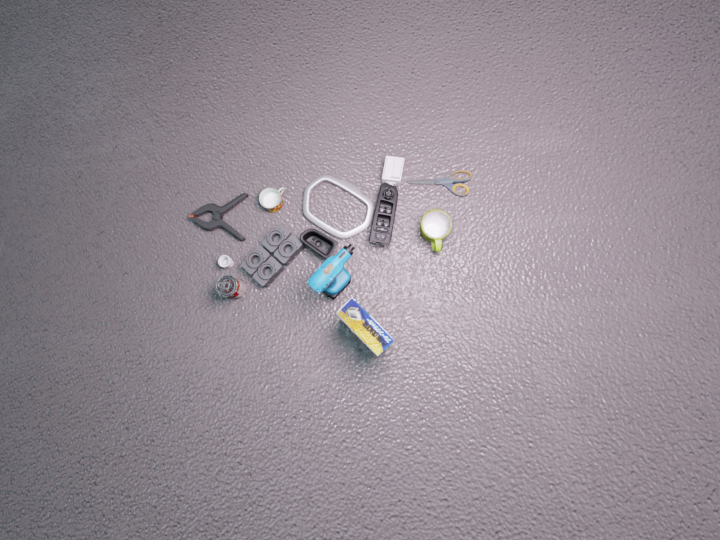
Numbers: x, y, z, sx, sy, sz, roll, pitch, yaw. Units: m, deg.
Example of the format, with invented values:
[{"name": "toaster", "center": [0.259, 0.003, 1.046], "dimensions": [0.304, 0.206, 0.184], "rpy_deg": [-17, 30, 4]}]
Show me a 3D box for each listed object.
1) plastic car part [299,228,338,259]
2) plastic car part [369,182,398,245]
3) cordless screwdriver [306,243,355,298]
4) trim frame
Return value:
[{"name": "plastic car part", "center": [-0.132, -0.086, 1.350], "dimensions": [0.119, 0.069, 0.066], "rpy_deg": [33, 85, 11]}, {"name": "plastic car part", "center": [0.077, -0.176, 1.340], "dimensions": [0.067, 0.065, 0.204], "rpy_deg": [9, 80, 7]}, {"name": "cordless screwdriver", "center": [-0.070, 0.004, 1.234], "dimensions": [0.076, 0.244, 0.159], "rpy_deg": [43, 86, 8]}, {"name": "trim frame", "center": [-0.076, -0.213, 1.389], "dimensions": [0.255, 0.027, 0.184], "rpy_deg": [31, 85, 13]}]
